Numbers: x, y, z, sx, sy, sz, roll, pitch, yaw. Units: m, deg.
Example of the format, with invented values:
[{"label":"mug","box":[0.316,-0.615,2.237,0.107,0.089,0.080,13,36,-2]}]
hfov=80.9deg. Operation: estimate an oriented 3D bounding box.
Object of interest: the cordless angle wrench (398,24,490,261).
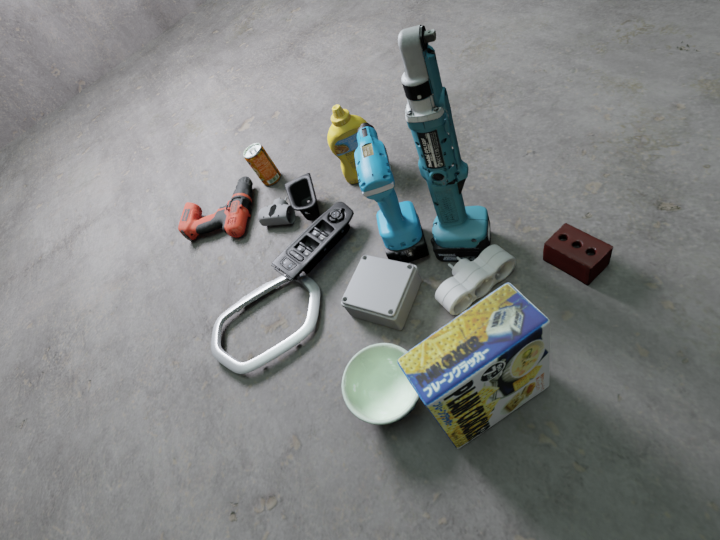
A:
[{"label":"cordless angle wrench","box":[0.119,-0.155,0.618,0.102,0.401,0.075,1,57,25]}]

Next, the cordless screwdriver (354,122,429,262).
[{"label":"cordless screwdriver","box":[0.049,-0.130,0.744,0.076,0.236,0.165,-17,51,12]}]

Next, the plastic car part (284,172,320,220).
[{"label":"plastic car part","box":[-0.121,-0.154,0.956,0.066,0.067,0.122,-26,50,6]}]

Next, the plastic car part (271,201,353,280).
[{"label":"plastic car part","box":[-0.085,-0.056,0.871,0.070,0.063,0.202,31,74,38]}]

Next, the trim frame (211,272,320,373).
[{"label":"trim frame","box":[-0.188,0.097,0.837,0.249,0.026,0.194,-34,49,1]}]
